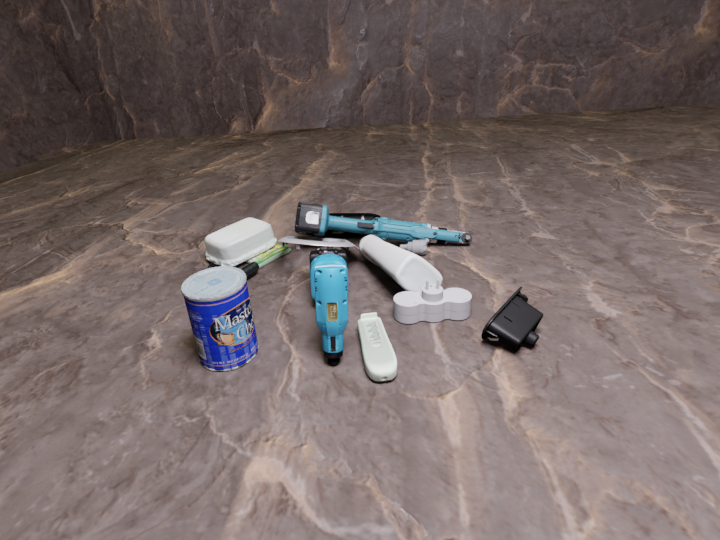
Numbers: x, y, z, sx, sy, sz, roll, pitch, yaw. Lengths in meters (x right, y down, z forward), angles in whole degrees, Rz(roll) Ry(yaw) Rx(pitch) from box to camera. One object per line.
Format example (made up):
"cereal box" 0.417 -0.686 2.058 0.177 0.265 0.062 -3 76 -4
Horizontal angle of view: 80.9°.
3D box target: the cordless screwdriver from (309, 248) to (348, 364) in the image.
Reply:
"cordless screwdriver" -0.054 0.049 0.761 0.074 0.157 0.253 -2 12 -5

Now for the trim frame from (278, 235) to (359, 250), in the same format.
"trim frame" -0.096 -0.063 0.977 0.184 0.027 0.250 3 5 -3

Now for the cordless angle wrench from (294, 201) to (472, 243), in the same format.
"cordless angle wrench" 0.054 -0.103 1.036 0.427 0.074 0.097 7 -2 5

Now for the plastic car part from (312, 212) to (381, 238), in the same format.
"plastic car part" -0.041 -0.116 1.118 0.205 0.064 0.069 -3 36 5

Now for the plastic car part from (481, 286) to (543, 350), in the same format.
"plastic car part" 0.253 0.091 0.684 0.074 0.064 0.114 30 45 27
